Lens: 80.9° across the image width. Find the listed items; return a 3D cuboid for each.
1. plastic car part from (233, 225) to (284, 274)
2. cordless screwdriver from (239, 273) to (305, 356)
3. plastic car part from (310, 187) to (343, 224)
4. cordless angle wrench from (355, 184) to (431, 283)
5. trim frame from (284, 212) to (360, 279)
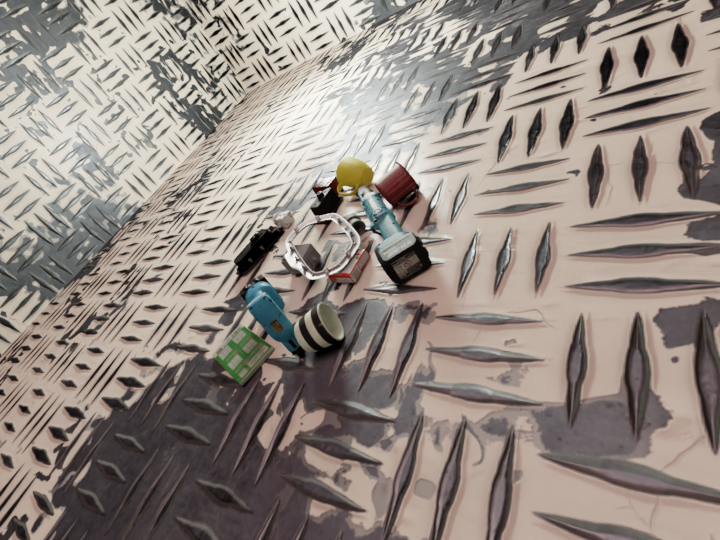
[{"bbox_3d":[-0.327,-0.071,1.329,0.070,0.063,0.203,15,63,43],"label":"plastic car part"},{"bbox_3d":[-0.202,0.101,0.976,0.074,0.155,0.257,-39,18,-8],"label":"cordless screwdriver"},{"bbox_3d":[-0.110,-0.201,1.266,0.069,0.067,0.117,3,54,44],"label":"plastic car part"},{"bbox_3d":[0.052,-0.124,1.034,0.099,0.071,0.440,-33,33,8],"label":"cordless angle wrench"},{"bbox_3d":[-0.104,-0.068,1.067,0.184,0.026,0.262,-35,43,-3],"label":"trim frame"}]
